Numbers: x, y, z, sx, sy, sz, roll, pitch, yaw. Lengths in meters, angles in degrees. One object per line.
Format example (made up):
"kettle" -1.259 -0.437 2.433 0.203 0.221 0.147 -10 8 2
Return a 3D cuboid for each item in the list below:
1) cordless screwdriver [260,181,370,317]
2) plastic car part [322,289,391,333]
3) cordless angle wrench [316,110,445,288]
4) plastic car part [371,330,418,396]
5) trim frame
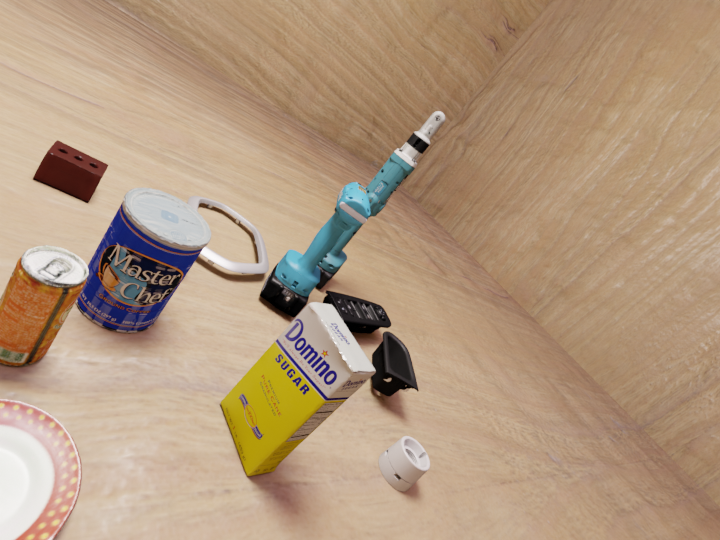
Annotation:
"cordless screwdriver" -0.072 -0.047 0.740 0.073 0.249 0.162 35 20 -14
"plastic car part" -0.007 0.092 0.817 0.192 0.067 0.070 12 33 -52
"cordless angle wrench" 0.023 -0.142 0.858 0.075 0.424 0.097 41 19 2
"plastic car part" 0.047 0.169 0.732 0.064 0.071 0.119 33 20 -17
"trim frame" -0.258 -0.069 0.800 0.175 0.027 0.260 26 23 -32
